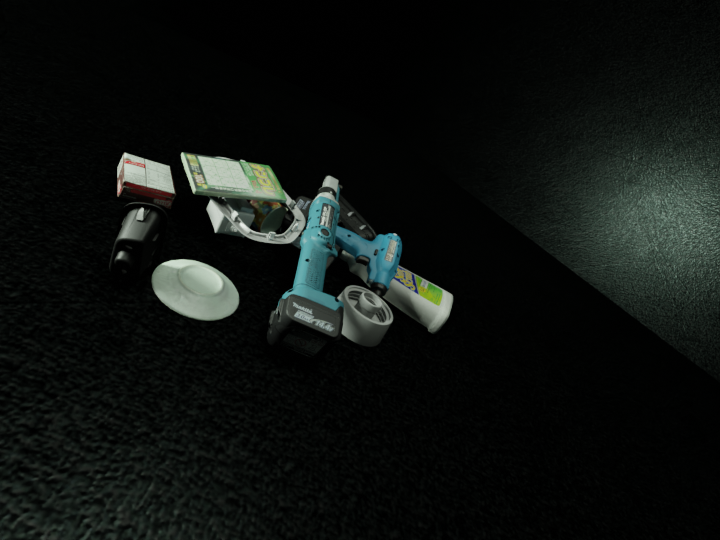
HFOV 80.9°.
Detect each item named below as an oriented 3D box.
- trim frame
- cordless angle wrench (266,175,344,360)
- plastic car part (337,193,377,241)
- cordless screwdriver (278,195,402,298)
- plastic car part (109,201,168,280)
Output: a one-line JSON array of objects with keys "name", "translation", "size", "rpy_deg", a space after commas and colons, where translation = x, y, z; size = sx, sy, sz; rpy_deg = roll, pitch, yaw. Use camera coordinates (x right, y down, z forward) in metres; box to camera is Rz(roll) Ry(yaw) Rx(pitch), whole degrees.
[{"name": "trim frame", "translation": [-0.204, -0.138, 0.788], "size": [0.177, 0.027, 0.259], "rpy_deg": [-15, 57, -46]}, {"name": "cordless angle wrench", "translation": [-0.072, -0.047, 0.741], "size": [0.095, 0.074, 0.434], "rpy_deg": [24, 39, -17]}, {"name": "plastic car part", "translation": [-0.031, -0.121, 1.072], "size": [0.064, 0.066, 0.213], "rpy_deg": [-11, 47, -44]}, {"name": "cordless screwdriver", "translation": [-0.044, -0.044, 0.849], "size": [0.249, 0.073, 0.161], "rpy_deg": [21, 49, 1]}, {"name": "plastic car part", "translation": [-0.296, -0.030, 0.551], "size": [0.064, 0.117, 0.073], "rpy_deg": [22, 50, -19]}]
